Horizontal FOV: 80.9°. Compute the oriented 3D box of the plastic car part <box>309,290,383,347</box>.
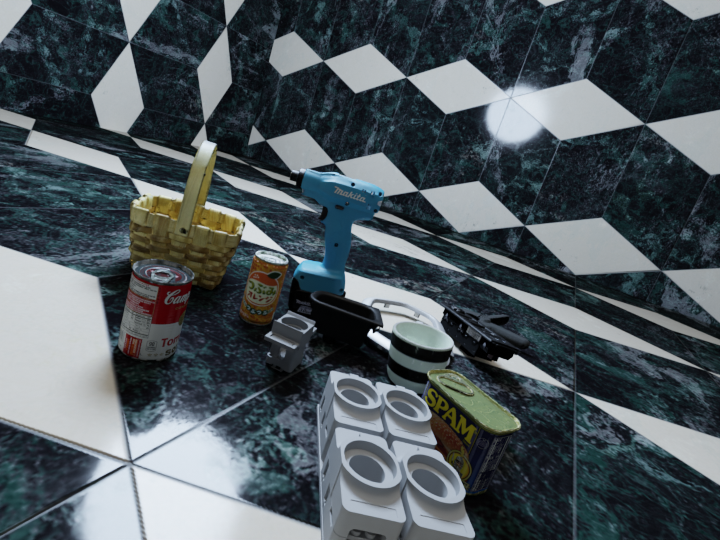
[{"bbox_3d":[-0.032,0.081,0.658,0.116,0.070,0.067,16,14,-4],"label":"plastic car part"}]

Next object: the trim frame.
[{"bbox_3d":[0.082,0.107,0.774,0.186,0.027,0.248,18,15,3],"label":"trim frame"}]

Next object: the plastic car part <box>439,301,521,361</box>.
[{"bbox_3d":[0.207,0.118,0.795,0.064,0.066,0.211,13,15,-19],"label":"plastic car part"}]

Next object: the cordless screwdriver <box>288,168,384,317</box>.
[{"bbox_3d":[-0.072,-0.047,0.731,0.160,0.247,0.075,18,13,0],"label":"cordless screwdriver"}]
